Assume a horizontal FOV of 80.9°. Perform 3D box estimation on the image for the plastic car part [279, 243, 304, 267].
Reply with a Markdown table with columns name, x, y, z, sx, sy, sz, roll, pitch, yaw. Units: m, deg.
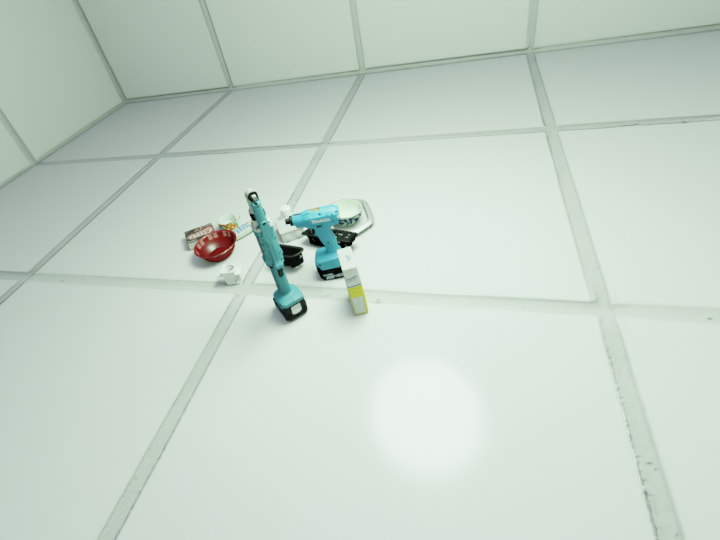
| name | x | y | z | sx | sy | sz | roll | pitch | yaw |
| --- | --- | --- | --- | --- | --- | --- | --- | --- | --- |
| plastic car part | -0.237 | -0.042 | 1.396 | 0.122 | 0.068 | 0.066 | 10 | 45 | 26 |

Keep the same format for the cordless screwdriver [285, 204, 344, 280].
| name | x | y | z | sx | sy | sz | roll | pitch | yaw |
| --- | --- | --- | --- | --- | --- | --- | --- | --- | --- |
| cordless screwdriver | -0.125 | -0.082 | 1.276 | 0.161 | 0.238 | 0.077 | -8 | 39 | 5 |

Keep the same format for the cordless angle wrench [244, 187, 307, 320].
| name | x | y | z | sx | sy | sz | roll | pitch | yaw |
| --- | --- | --- | --- | --- | --- | --- | --- | --- | --- |
| cordless angle wrench | -0.234 | -0.038 | 1.131 | 0.073 | 0.406 | 0.104 | -29 | 42 | -20 |

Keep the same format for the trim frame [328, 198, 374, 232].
| name | x | y | z | sx | sy | sz | roll | pitch | yaw |
| --- | --- | --- | --- | --- | --- | --- | --- | --- | --- |
| trim frame | -0.049 | -0.197 | 1.547 | 0.184 | 0.026 | 0.259 | -15 | 40 | -1 |

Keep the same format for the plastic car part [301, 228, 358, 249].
| name | x | y | z | sx | sy | sz | roll | pitch | yaw |
| --- | --- | --- | --- | --- | --- | --- | --- | --- | --- |
| plastic car part | -0.106 | -0.109 | 1.435 | 0.213 | 0.064 | 0.066 | 14 | 47 | 30 |
